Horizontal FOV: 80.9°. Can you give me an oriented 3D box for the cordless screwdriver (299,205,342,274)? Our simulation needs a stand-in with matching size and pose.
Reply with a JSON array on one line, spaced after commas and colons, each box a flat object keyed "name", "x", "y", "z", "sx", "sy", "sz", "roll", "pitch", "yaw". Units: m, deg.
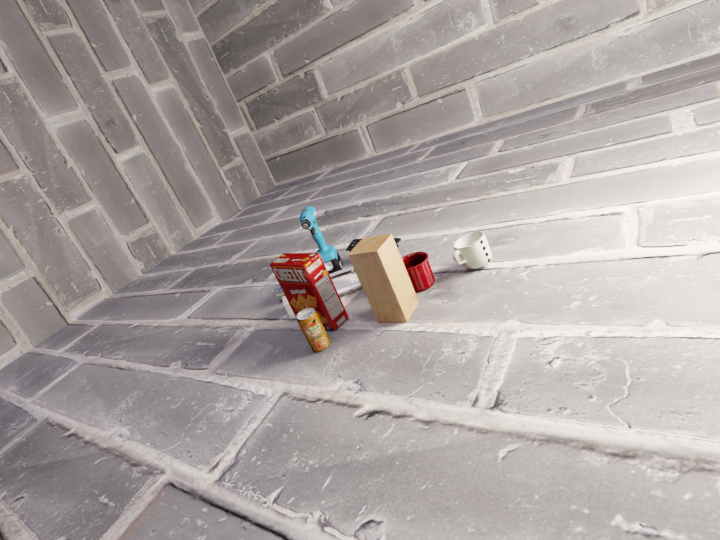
[{"name": "cordless screwdriver", "x": -0.143, "y": -0.094, "z": 1.464, "sx": 0.075, "sy": 0.241, "sz": 0.162, "roll": -21, "pitch": 20, "yaw": 8}]

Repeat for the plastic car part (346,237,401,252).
[{"name": "plastic car part", "x": 0.050, "y": -0.075, "z": 1.457, "sx": 0.212, "sy": 0.065, "sz": 0.065, "roll": -4, "pitch": 29, "yaw": 40}]

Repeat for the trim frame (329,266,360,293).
[{"name": "trim frame", "x": -0.070, "y": 0.037, "z": 1.387, "sx": 0.251, "sy": 0.027, "sz": 0.188, "roll": -21, "pitch": 23, "yaw": 8}]
